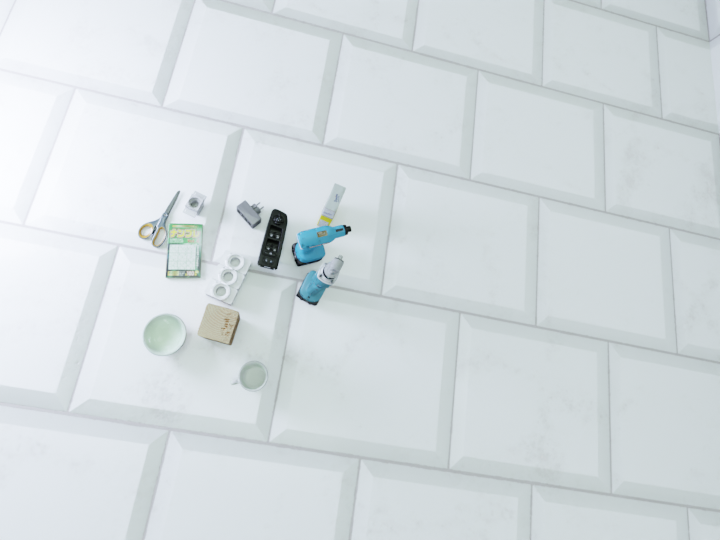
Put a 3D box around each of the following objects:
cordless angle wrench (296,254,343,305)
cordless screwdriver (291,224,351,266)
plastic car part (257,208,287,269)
[{"bbox_3d":[-0.109,0.026,1.187,0.073,0.426,0.098,29,73,-8],"label":"cordless angle wrench"},{"bbox_3d":[-0.127,-0.083,1.303,0.156,0.250,0.075,-15,83,-16],"label":"cordless screwdriver"},{"bbox_3d":[-0.283,-0.100,1.375,0.065,0.067,0.205,13,74,-9],"label":"plastic car part"}]
